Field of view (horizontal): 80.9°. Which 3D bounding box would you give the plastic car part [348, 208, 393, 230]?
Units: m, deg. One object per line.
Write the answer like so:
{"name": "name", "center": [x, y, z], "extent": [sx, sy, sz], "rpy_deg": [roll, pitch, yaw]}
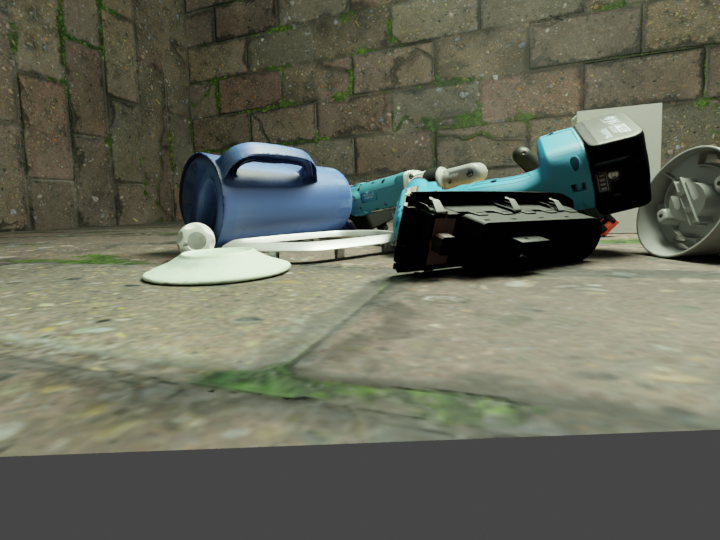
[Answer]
{"name": "plastic car part", "center": [0.028, -0.107, 0.839], "extent": [0.113, 0.071, 0.068], "rpy_deg": [-24, 0, -44]}

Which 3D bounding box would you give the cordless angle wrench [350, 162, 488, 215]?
{"name": "cordless angle wrench", "center": [0.004, -0.120, 0.716], "extent": [0.442, 0.074, 0.094], "rpy_deg": [-5, 7, 44]}

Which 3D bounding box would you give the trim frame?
{"name": "trim frame", "center": [-0.052, -0.034, 0.535], "extent": [0.238, 0.027, 0.194], "rpy_deg": [-13, 14, -42]}

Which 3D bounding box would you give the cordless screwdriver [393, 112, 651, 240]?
{"name": "cordless screwdriver", "center": [0.161, -0.100, 0.480], "extent": [0.255, 0.072, 0.161], "rpy_deg": [-14, 27, 21]}

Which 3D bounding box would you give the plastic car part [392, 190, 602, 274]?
{"name": "plastic car part", "center": [0.127, -0.031, 0.349], "extent": [0.195, 0.065, 0.071], "rpy_deg": [-7, 18, -31]}
